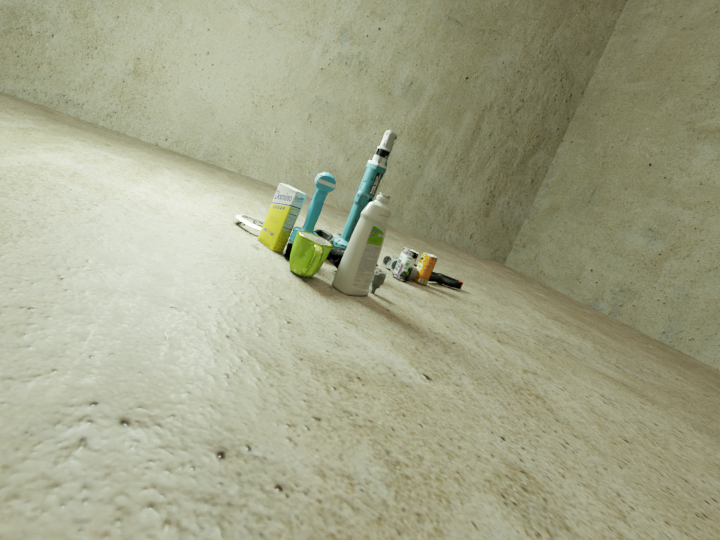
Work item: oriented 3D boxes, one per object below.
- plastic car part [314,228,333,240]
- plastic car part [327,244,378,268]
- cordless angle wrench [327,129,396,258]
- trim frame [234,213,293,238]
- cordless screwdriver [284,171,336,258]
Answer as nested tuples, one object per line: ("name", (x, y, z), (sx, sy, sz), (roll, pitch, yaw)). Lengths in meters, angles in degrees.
("plastic car part", (-0.127, -0.083, 1.297), (0.067, 0.070, 0.115), (22, 11, 4))
("plastic car part", (-0.026, -0.023, 1.210), (0.192, 0.067, 0.070), (9, 17, -45))
("cordless angle wrench", (0.013, -0.215, 1.269), (0.093, 0.421, 0.079), (11, 15, -45))
("trim frame", (-0.283, -0.129, 1.346), (0.240, 0.027, 0.192), (16, 13, -21))
("cordless screwdriver", (-0.132, -0.148, 1.147), (0.073, 0.247, 0.162), (20, 11, -11))
